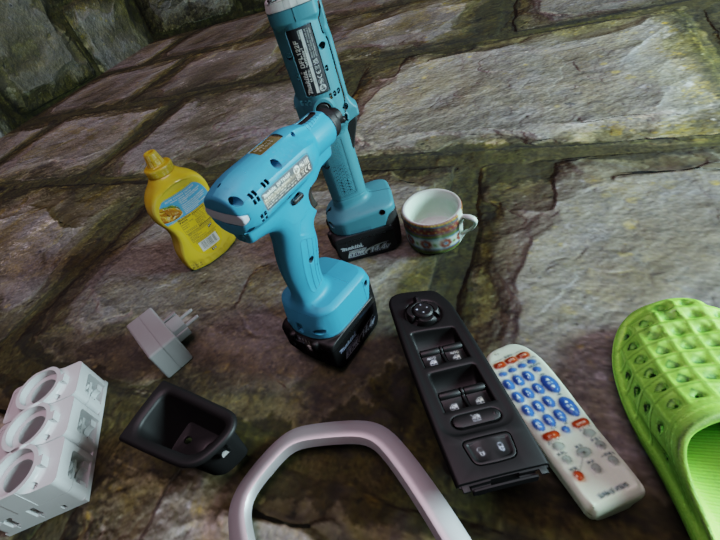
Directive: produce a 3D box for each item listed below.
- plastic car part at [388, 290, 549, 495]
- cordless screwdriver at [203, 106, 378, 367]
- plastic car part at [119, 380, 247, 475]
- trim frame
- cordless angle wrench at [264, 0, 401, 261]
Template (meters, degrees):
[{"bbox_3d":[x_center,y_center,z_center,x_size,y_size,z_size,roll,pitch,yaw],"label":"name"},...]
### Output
[{"bbox_3d":[0.081,0.096,0.378,0.066,0.064,0.212,-20,41,1],"label":"plastic car part"},{"bbox_3d":[-0.042,-0.027,0.429,0.078,0.237,0.158,16,52,34],"label":"cordless screwdriver"},{"bbox_3d":[-0.159,0.163,0.408,0.122,0.068,0.066,8,48,29],"label":"plastic car part"},{"bbox_3d":[-0.012,0.223,0.313,0.182,0.026,0.263,-32,42,-11],"label":"trim frame"},{"bbox_3d":[-0.040,-0.188,0.471,0.099,0.404,0.077,-14,41,6],"label":"cordless angle wrench"}]
